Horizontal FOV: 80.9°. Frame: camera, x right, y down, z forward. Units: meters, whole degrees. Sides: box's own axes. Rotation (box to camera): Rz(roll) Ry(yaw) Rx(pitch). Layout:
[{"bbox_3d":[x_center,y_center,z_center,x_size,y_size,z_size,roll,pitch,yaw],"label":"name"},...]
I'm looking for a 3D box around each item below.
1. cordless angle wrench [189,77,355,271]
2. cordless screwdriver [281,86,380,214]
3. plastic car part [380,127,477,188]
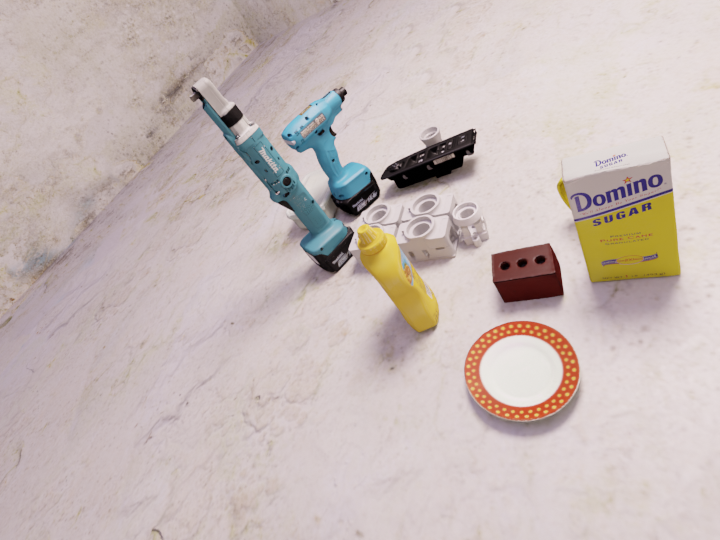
[{"bbox_3d":[-0.144,-0.161,0.759,0.097,0.401,0.078,-47,36,-11],"label":"cordless angle wrench"},{"bbox_3d":[-0.040,-0.247,0.894,0.159,0.236,0.078,-44,36,-8],"label":"cordless screwdriver"},{"bbox_3d":[0.139,-0.217,0.856,0.210,0.063,0.067,-12,45,32],"label":"plastic car part"}]
